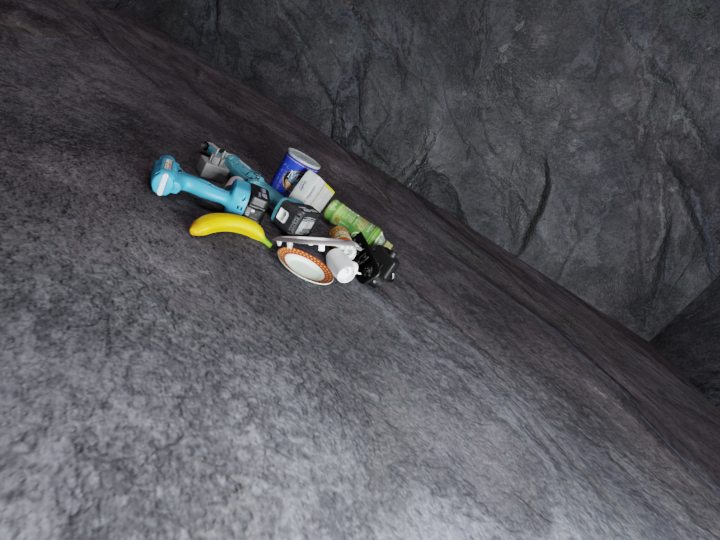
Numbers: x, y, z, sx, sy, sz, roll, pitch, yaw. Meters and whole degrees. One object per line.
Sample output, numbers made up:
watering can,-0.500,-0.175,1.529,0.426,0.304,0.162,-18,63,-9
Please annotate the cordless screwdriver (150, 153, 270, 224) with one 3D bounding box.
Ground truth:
cordless screwdriver,-0.327,-0.183,0.926,0.238,0.074,0.167,17,24,-26

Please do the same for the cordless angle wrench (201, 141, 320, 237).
cordless angle wrench,-0.284,-0.233,1.113,0.443,0.074,0.094,39,20,26

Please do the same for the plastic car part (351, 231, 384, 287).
plastic car part,0.011,-0.018,1.061,0.064,0.067,0.211,52,7,-29

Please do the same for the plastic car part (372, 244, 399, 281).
plastic car part,0.070,-0.027,1.140,0.063,0.071,0.123,17,22,-34

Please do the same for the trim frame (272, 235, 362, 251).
trim frame,-0.089,-0.058,0.911,0.187,0.027,0.245,4,4,7
